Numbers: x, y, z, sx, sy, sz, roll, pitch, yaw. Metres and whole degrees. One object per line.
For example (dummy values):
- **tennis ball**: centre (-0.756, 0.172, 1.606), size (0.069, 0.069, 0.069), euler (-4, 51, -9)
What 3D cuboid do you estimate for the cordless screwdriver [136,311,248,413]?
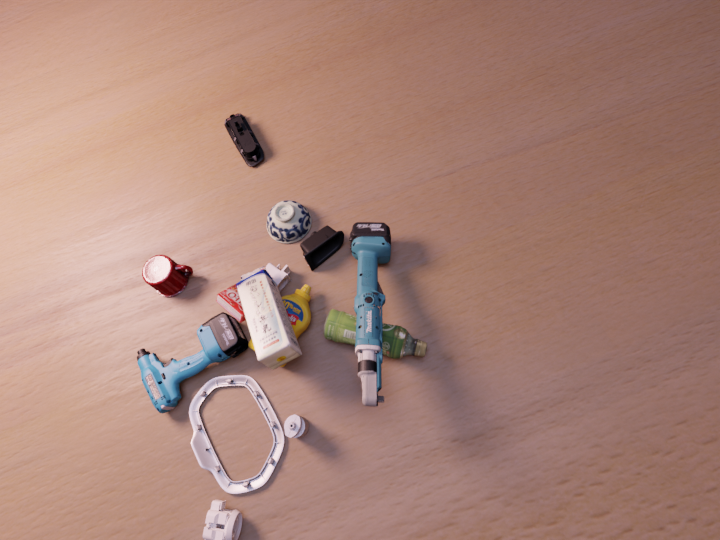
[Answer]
- **cordless screwdriver**: centre (-0.395, 0.188, 0.977), size (0.248, 0.071, 0.166), euler (-37, 67, -5)

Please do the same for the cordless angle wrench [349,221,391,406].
- **cordless angle wrench**: centre (0.019, 0.076, 0.903), size (0.099, 0.072, 0.435), euler (0, 52, 3)

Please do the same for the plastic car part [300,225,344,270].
- **plastic car part**: centre (-0.103, -0.068, 1.057), size (0.115, 0.063, 0.075), euler (-41, 55, -14)

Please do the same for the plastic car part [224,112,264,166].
- **plastic car part**: centre (-0.340, -0.392, 1.235), size (0.065, 0.065, 0.210), euler (-25, 68, -12)

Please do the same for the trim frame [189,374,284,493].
- **trim frame**: centre (-0.273, 0.345, 0.913), size (0.183, 0.026, 0.258), euler (-34, 67, -6)
